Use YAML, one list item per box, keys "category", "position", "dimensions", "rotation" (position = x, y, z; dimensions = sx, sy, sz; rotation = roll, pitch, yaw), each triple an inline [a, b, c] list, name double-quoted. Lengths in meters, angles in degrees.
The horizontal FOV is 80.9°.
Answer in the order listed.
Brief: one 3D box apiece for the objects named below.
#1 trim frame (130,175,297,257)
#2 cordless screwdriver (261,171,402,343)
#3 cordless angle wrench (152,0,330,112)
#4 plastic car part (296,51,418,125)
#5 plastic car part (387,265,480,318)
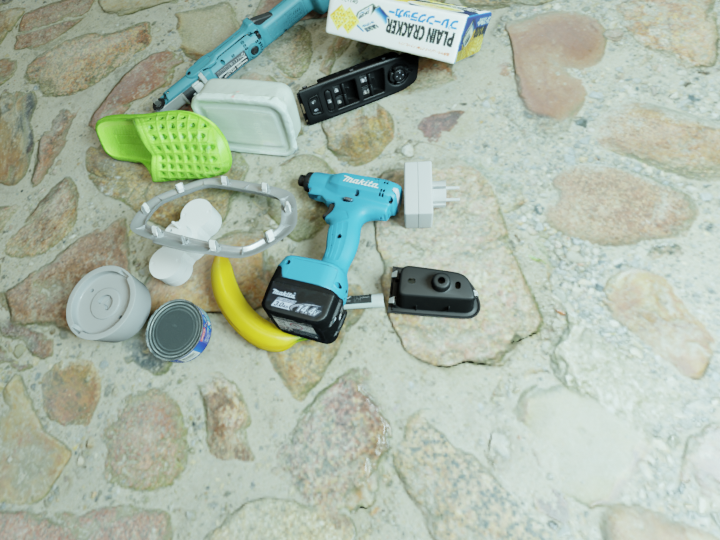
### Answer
- category: "trim frame"
  position: [-0.204, -0.081, 0.591]
  dimensions: [0.258, 0.026, 0.184]
  rotation: [14, 45, 20]
- category: "cordless screwdriver"
  position: [-0.057, -0.037, 0.579]
  dimensions: [0.165, 0.071, 0.250]
  rotation: [15, 62, 21]
- category: "cordless angle wrench"
  position: [-0.207, -0.420, 0.777]
  dimensions: [0.422, 0.094, 0.077]
  rotation: [-40, 68, -1]
- category: "plastic car part"
  position: [-0.004, -0.309, 0.700]
  dimensions: [0.204, 0.063, 0.070]
  rotation: [-16, 42, 5]
- category: "plastic car part"
  position: [0.093, 0.022, 0.534]
  dimensions: [0.120, 0.068, 0.067]
  rotation: [5, 71, 16]
